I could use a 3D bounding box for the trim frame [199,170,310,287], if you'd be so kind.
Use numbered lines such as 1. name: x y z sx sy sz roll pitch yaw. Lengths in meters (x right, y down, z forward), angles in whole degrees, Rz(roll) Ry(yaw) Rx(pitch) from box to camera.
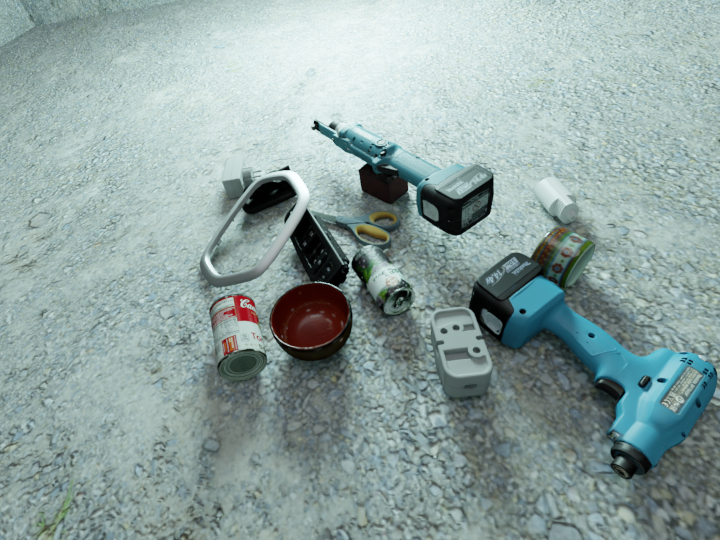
1. trim frame: -0.185 -0.077 0.737 0.194 0.026 0.249 17 71 36

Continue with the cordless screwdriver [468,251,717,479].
1. cordless screwdriver: 0.239 0.095 0.492 0.157 0.071 0.262 -37 54 -21

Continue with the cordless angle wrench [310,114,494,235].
1. cordless angle wrench: 0.040 -0.204 0.754 0.097 0.071 0.448 -33 48 -17

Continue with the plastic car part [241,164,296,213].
1. plastic car part: -0.192 -0.167 0.854 0.116 0.063 0.074 -25 32 -7

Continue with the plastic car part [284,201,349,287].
1. plastic car part: -0.068 -0.045 0.698 0.064 0.066 0.214 6 35 -39
